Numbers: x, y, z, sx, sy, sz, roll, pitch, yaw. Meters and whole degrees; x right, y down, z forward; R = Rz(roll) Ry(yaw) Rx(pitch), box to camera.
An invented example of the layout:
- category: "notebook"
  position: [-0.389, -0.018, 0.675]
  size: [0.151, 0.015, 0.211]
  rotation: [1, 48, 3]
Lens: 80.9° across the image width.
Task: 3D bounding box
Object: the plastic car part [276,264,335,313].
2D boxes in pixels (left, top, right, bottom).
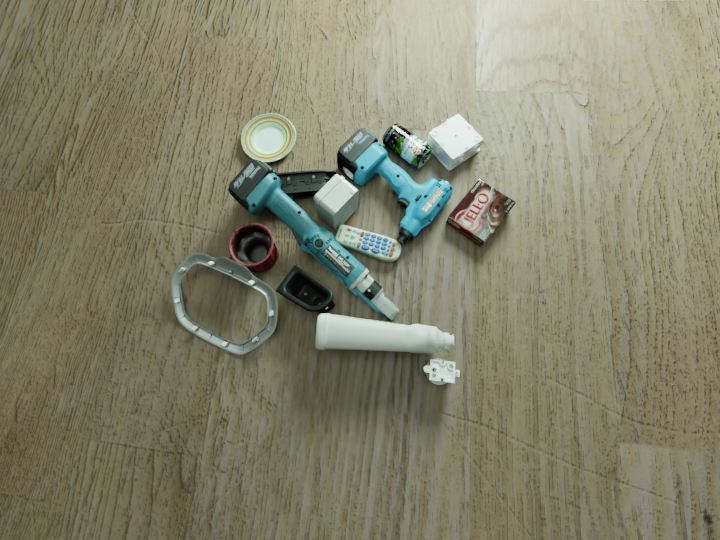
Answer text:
- category: "plastic car part"
  position: [-0.099, 0.052, 0.849]
  size: [0.122, 0.067, 0.066]
  rotation: [30, 78, 29]

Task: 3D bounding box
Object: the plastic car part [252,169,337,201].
- category: "plastic car part"
  position: [-0.147, -0.185, 0.929]
  size: [0.204, 0.064, 0.068]
  rotation: [-8, 72, 3]

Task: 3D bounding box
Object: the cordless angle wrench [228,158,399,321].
- category: "cordless angle wrench"
  position: [-0.084, -0.055, 0.857]
  size: [0.427, 0.073, 0.098]
  rotation: [43, 95, 4]

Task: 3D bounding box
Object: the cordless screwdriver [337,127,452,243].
- category: "cordless screwdriver"
  position: [0.053, -0.181, 0.908]
  size: [0.254, 0.073, 0.159]
  rotation: [37, 80, 11]

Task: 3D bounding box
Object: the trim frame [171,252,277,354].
- category: "trim frame"
  position: [-0.282, 0.064, 0.856]
  size: [0.255, 0.027, 0.183]
  rotation: [25, 100, 14]
